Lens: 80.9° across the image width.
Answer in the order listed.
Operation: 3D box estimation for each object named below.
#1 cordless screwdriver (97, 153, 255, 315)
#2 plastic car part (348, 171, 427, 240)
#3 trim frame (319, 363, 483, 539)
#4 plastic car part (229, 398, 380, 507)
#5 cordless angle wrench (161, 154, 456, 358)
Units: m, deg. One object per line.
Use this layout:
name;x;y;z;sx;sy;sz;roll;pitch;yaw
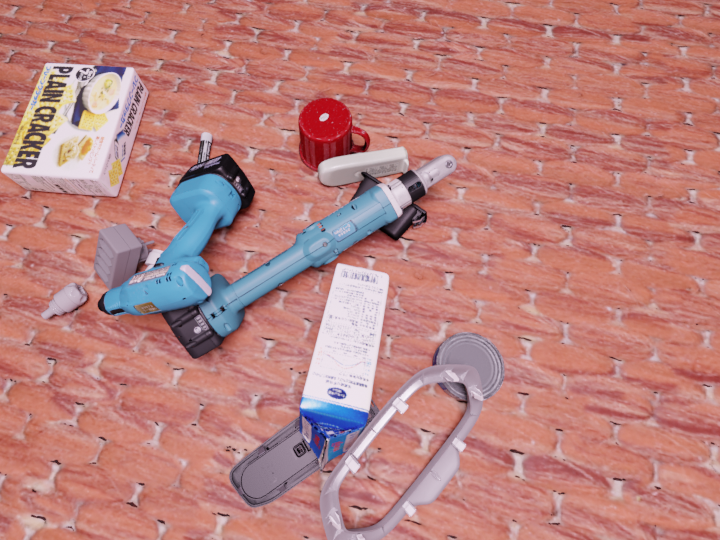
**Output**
cordless screwdriver;-0.242;-0.046;0.567;0.164;0.070;0.254;-14;43;22
plastic car part;0.033;-0.087;0.630;0.120;0.064;0.071;34;89;16
trim frame;0.055;0.209;0.472;0.248;0.174;0.029;-49;39;-10
plastic car part;-0.068;0.218;0.519;0.202;0.066;0.067;-33;81;-7
cordless angle wrench;-0.055;-0.036;0.558;0.422;0.100;0.073;-32;103;-2
